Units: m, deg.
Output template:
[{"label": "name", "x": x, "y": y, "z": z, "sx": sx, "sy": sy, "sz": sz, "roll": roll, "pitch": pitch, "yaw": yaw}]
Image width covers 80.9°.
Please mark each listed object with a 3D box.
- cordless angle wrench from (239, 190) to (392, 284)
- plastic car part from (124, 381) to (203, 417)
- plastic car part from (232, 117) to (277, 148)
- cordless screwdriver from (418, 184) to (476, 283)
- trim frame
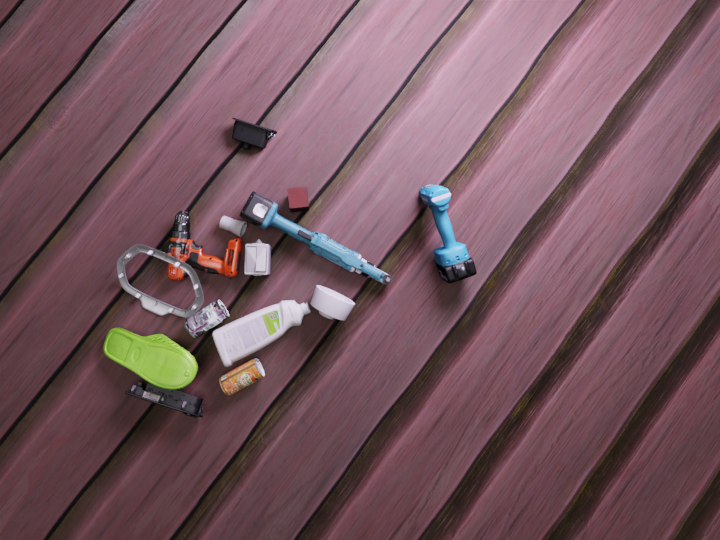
[{"label": "cordless angle wrench", "x": -0.107, "y": -0.070, "z": 1.098, "sx": 0.421, "sy": 0.098, "sz": 0.074, "roll": 28, "pitch": 87, "yaw": -2}, {"label": "plastic car part", "x": -0.489, "y": 0.325, "z": 1.082, "sx": 0.204, "sy": 0.065, "sz": 0.067, "roll": 21, "pitch": 61, "yaw": 2}, {"label": "plastic car part", "x": -0.292, "y": -0.360, "z": 1.134, "sx": 0.117, "sy": 0.066, "sz": 0.070, "roll": 15, "pitch": 101, "yaw": 3}, {"label": "cordless screwdriver", "x": 0.210, "y": -0.101, "z": 1.084, "sx": 0.074, "sy": 0.162, "sz": 0.244, "roll": -19, "pitch": 103, "yaw": -2}, {"label": "trim frame", "x": -0.517, "y": 0.033, "z": 1.085, "sx": 0.249, "sy": 0.028, "sz": 0.182, "roll": 24, "pitch": 118, "yaw": 0}]
